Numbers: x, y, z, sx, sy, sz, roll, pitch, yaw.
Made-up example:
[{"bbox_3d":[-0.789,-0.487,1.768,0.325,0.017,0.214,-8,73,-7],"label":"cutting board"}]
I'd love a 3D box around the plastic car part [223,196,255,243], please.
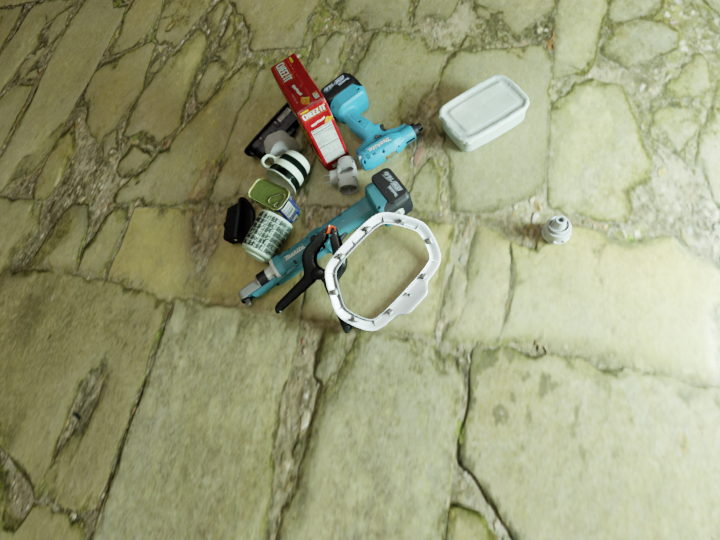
[{"bbox_3d":[-0.295,-0.109,1.007,0.073,0.062,0.120,-20,60,25],"label":"plastic car part"}]

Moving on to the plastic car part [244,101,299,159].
[{"bbox_3d":[-0.210,-0.354,1.081,0.202,0.066,0.067,-44,89,-4],"label":"plastic car part"}]

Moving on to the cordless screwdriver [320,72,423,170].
[{"bbox_3d":[0.021,-0.364,0.995,0.160,0.071,0.259,-32,65,3],"label":"cordless screwdriver"}]

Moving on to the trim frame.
[{"bbox_3d":[0.045,0.000,0.819,0.183,0.028,0.248,45,83,-3],"label":"trim frame"}]

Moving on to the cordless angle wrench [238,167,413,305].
[{"bbox_3d":[-0.089,-0.058,0.906,0.425,0.071,0.102,-34,63,5],"label":"cordless angle wrench"}]
